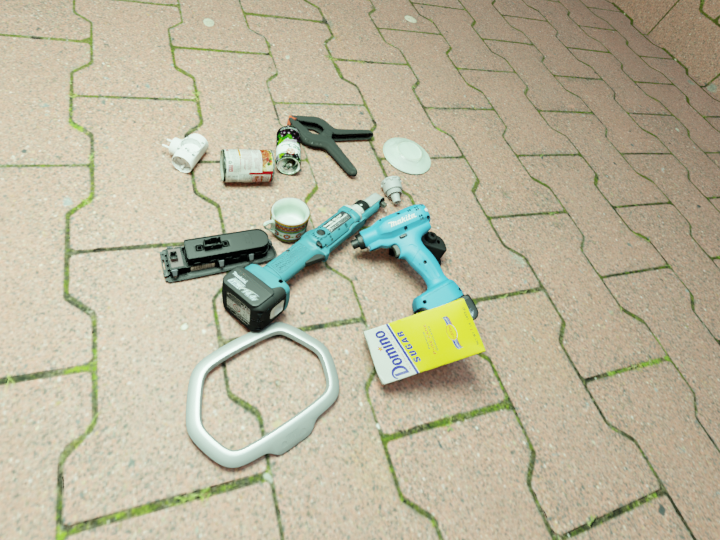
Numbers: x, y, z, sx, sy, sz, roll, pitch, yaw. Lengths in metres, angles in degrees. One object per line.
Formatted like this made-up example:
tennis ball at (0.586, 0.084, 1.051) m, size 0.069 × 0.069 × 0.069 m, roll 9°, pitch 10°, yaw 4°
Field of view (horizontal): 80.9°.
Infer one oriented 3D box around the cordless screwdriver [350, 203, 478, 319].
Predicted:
cordless screwdriver at (0.097, 0.008, 0.793) m, size 0.159 × 0.073 × 0.255 m, roll -24°, pitch 75°, yaw -3°

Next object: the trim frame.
trim frame at (-0.147, 0.183, 0.651) m, size 0.242 × 0.027 × 0.191 m, roll -26°, pitch 67°, yaw -33°

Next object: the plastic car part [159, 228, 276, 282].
plastic car part at (-0.247, -0.038, 0.753) m, size 0.196 × 0.066 × 0.069 m, roll -10°, pitch 55°, yaw -27°

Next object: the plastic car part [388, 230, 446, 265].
plastic car part at (0.126, -0.056, 0.874) m, size 0.116 × 0.070 × 0.067 m, roll 16°, pitch 56°, yaw -4°

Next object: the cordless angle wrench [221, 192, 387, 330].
cordless angle wrench at (-0.079, -0.052, 0.806) m, size 0.101 × 0.073 × 0.416 m, roll 33°, pitch 49°, yaw 17°
